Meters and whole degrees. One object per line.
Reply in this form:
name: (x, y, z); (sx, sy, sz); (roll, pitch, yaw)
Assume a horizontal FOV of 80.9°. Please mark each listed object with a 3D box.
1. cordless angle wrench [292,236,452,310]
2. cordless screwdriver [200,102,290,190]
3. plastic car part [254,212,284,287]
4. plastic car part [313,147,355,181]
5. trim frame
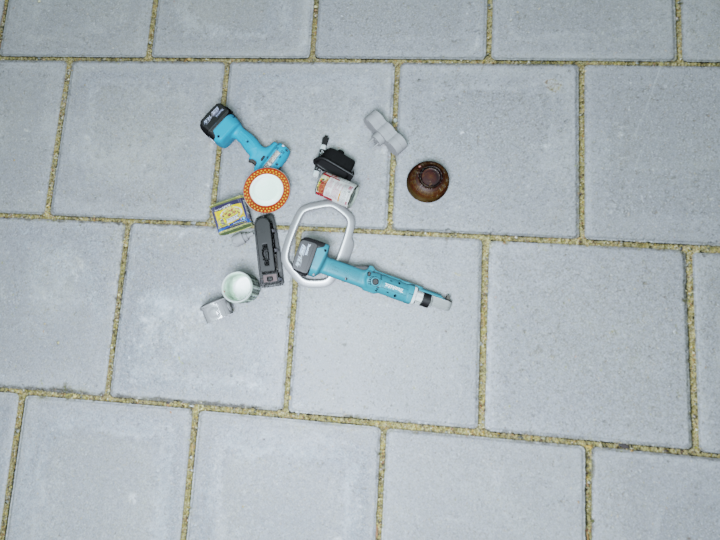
cordless angle wrench: (0.033, 0.026, 1.092); (0.422, 0.074, 0.098); (19, 86, -1)
cordless screwdriver: (-0.337, -0.338, 1.180); (0.251, 0.074, 0.159); (36, 87, 4)
plastic car part: (-0.256, -0.058, 1.144); (0.067, 0.065, 0.205); (-9, 80, 9)
plastic car part: (-0.062, -0.295, 1.152); (0.116, 0.066, 0.071); (35, 66, -2)
trim frame: (-0.112, -0.073, 1.149); (0.187, 0.027, 0.249); (18, 83, 8)
